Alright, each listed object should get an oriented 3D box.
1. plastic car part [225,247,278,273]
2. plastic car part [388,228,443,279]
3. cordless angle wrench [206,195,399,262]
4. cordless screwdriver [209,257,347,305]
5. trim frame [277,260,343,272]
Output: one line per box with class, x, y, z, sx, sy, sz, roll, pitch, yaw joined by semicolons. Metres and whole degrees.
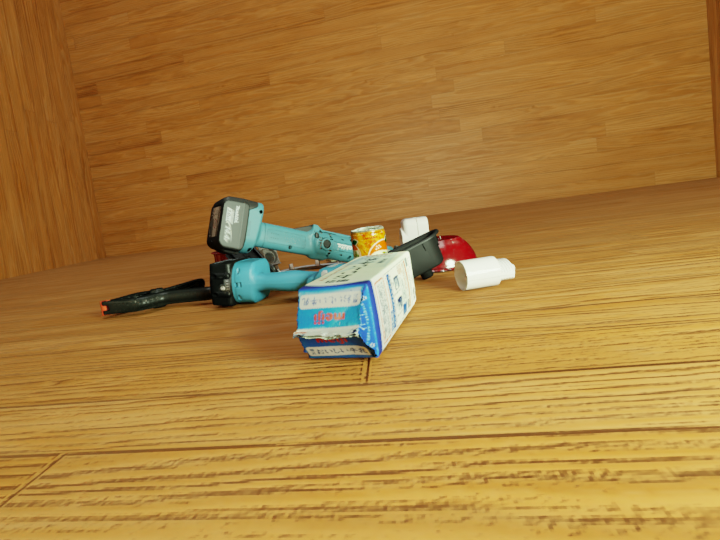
plastic car part;-0.230;-0.029;0.859;0.066;0.064;0.213;-39;61;-21
plastic car part;0.095;-0.016;0.726;0.117;0.070;0.066;-24;8;1
cordless angle wrench;-0.081;-0.053;0.830;0.403;0.098;0.077;10;-7;-32
cordless screwdriver;-0.129;0.014;0.743;0.257;0.074;0.155;-1;8;19
trim frame;-0.110;0.001;0.939;0.181;0.027;0.256;-12;11;-15
